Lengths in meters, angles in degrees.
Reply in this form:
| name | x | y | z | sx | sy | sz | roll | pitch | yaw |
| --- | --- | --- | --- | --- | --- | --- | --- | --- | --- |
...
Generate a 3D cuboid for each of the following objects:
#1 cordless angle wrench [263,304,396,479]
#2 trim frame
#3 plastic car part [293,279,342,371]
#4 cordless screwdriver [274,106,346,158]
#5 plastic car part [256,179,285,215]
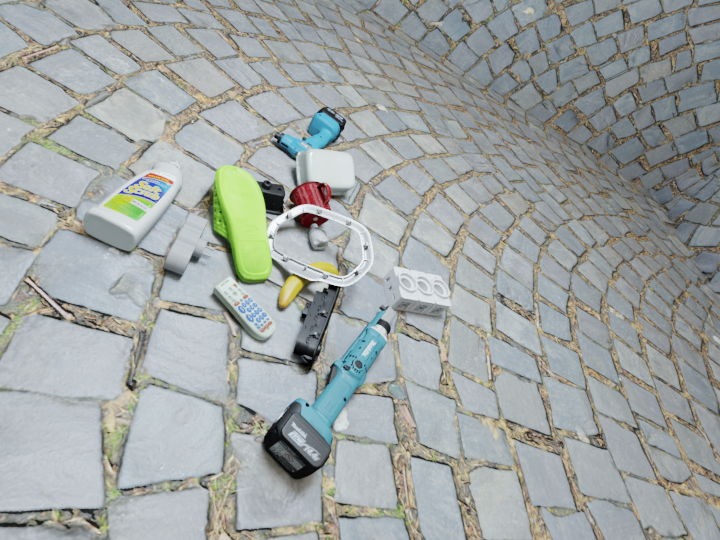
| name | x | y | z | sx | sy | sz | roll | pitch | yaw |
| --- | --- | --- | --- | --- | --- | --- | --- | --- | --- |
| cordless angle wrench | -0.020 | 0.190 | 0.807 | 0.099 | 0.075 | 0.417 | 41 | 40 | 2 |
| trim frame | -0.091 | -0.059 | 0.927 | 0.255 | 0.027 | 0.184 | 23 | 64 | 12 |
| plastic car part | -0.087 | 0.101 | 0.846 | 0.066 | 0.066 | 0.206 | 20 | 44 | -7 |
| cordless screwdriver | -0.146 | -0.407 | 1.261 | 0.157 | 0.075 | 0.251 | 30 | 46 | -7 |
| plastic car part | -0.226 | -0.182 | 1.005 | 0.111 | 0.071 | 0.069 | 9 | 49 | -32 |
